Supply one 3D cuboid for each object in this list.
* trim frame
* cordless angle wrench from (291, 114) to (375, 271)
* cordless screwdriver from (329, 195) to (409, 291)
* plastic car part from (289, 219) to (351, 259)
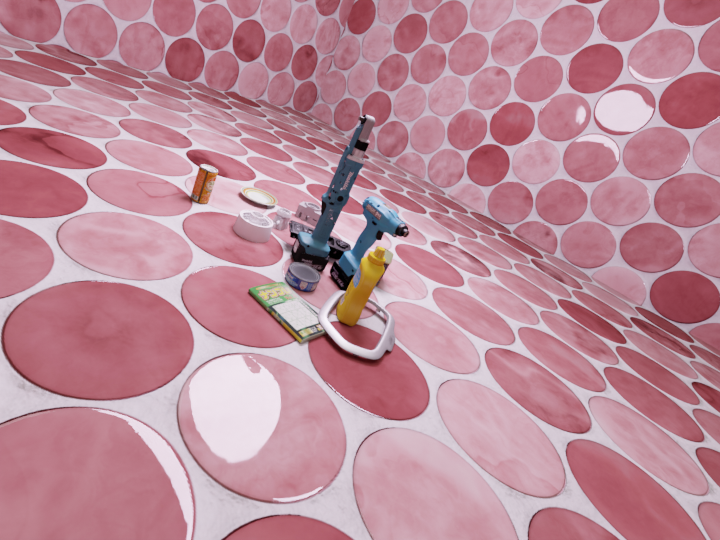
[{"bbox_3d":[-0.002,0.121,0.977,0.187,0.027,0.246,27,24,6],"label":"trim frame"},{"bbox_3d":[-0.061,-0.194,1.087,0.094,0.420,0.078,16,25,-25],"label":"cordless angle wrench"},{"bbox_3d":[0.024,-0.050,1.082,0.071,0.247,0.168,5,31,-41],"label":"cordless screwdriver"},{"bbox_3d":[-0.121,-0.079,1.233,0.196,0.066,0.069,16,25,-18],"label":"plastic car part"}]
